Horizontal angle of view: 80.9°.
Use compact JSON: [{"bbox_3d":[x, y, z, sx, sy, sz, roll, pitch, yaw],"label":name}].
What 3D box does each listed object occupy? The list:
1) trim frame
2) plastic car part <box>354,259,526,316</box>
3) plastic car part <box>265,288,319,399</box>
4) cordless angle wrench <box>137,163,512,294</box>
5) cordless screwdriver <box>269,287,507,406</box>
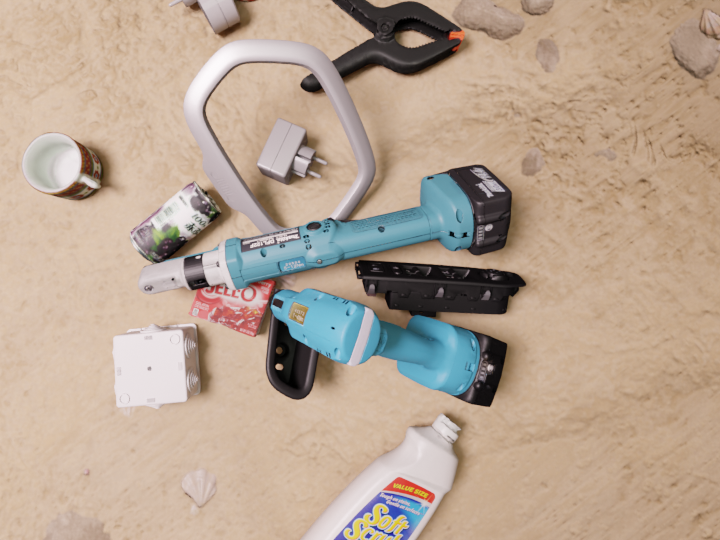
[{"bbox_3d":[-0.085,-0.134,0.479,0.185,0.029,0.236,-28,127,4],"label":"trim frame"},{"bbox_3d":[0.096,0.023,0.511,0.203,0.067,0.066,-1,98,0],"label":"plastic car part"},{"bbox_3d":[-0.087,0.087,0.503,0.064,0.072,0.118,13,75,-20],"label":"plastic car part"},{"bbox_3d":[-0.048,-0.031,0.489,0.422,0.102,0.071,-13,129,-1],"label":"cordless angle wrench"},{"bbox_3d":[0.027,0.073,0.455,0.236,0.167,0.074,22,84,-34],"label":"cordless screwdriver"}]
